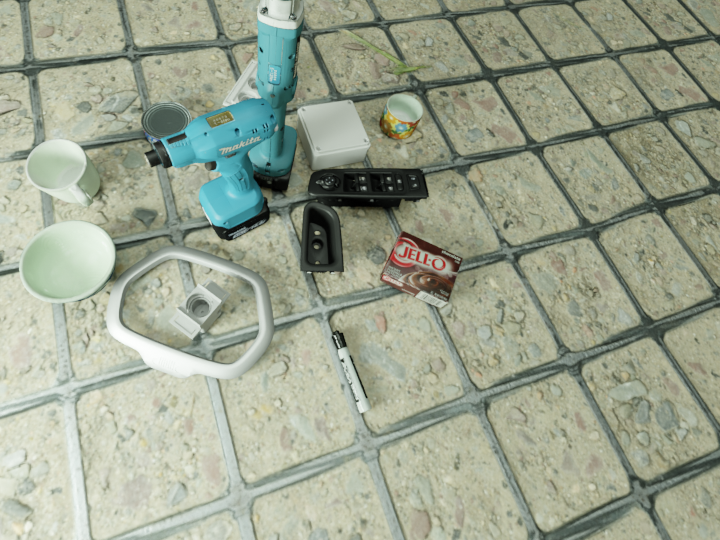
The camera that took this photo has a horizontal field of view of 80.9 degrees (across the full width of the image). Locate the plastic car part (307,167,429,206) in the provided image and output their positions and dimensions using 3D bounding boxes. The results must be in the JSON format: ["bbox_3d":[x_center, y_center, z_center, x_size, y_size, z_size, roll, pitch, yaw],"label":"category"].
[{"bbox_3d":[0.008,-0.141,0.732,0.200,0.066,0.068,1,67,-9],"label":"plastic car part"}]

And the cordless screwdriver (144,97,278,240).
[{"bbox_3d":[-0.200,-0.124,0.593,0.156,0.247,0.076,-28,77,-22],"label":"cordless screwdriver"}]

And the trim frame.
[{"bbox_3d":[-0.246,0.060,0.622,0.249,0.027,0.186,19,64,0],"label":"trim frame"}]

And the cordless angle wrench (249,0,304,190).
[{"bbox_3d":[-0.113,-0.257,0.572,0.073,0.420,0.100,12,66,-9],"label":"cordless angle wrench"}]

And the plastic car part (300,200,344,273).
[{"bbox_3d":[-0.066,-0.043,0.673,0.065,0.070,0.119,2,66,-11],"label":"plastic car part"}]
